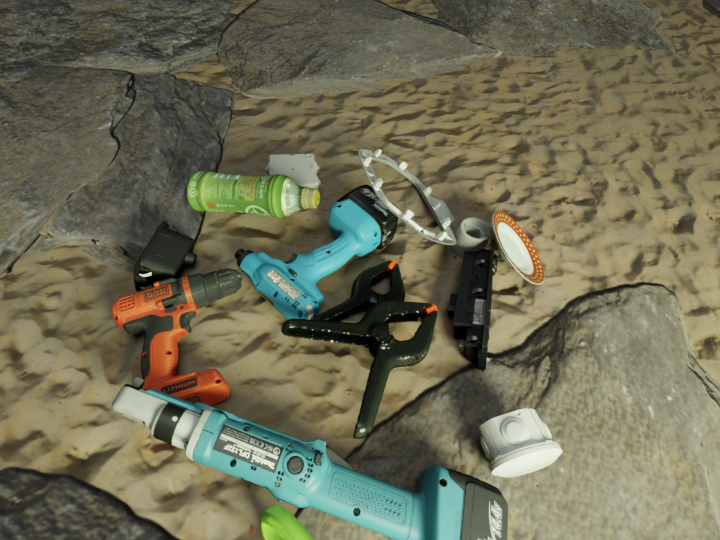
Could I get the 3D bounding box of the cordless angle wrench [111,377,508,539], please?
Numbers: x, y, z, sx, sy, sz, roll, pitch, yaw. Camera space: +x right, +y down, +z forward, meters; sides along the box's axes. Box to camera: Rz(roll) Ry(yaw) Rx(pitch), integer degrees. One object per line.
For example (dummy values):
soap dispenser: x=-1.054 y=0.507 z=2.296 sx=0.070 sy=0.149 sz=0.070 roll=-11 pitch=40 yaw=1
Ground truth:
cordless angle wrench: x=-0.069 y=0.209 z=0.447 sx=0.427 sy=0.073 sz=0.099 roll=18 pitch=54 yaw=5

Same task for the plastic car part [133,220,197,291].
plastic car part: x=-0.294 y=-0.021 z=0.657 sx=0.070 sy=0.066 sz=0.118 roll=20 pitch=50 yaw=-8

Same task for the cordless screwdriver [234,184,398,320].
cordless screwdriver: x=-0.065 y=-0.043 z=0.668 sx=0.166 sy=0.072 sz=0.246 roll=36 pitch=63 yaw=22

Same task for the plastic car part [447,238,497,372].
plastic car part: x=0.168 y=0.041 z=0.622 sx=0.070 sy=0.063 sz=0.204 roll=1 pitch=50 yaw=29

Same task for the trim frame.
trim frame: x=0.080 y=-0.132 z=0.709 sx=0.176 sy=0.028 sz=0.259 roll=23 pitch=31 yaw=-29
